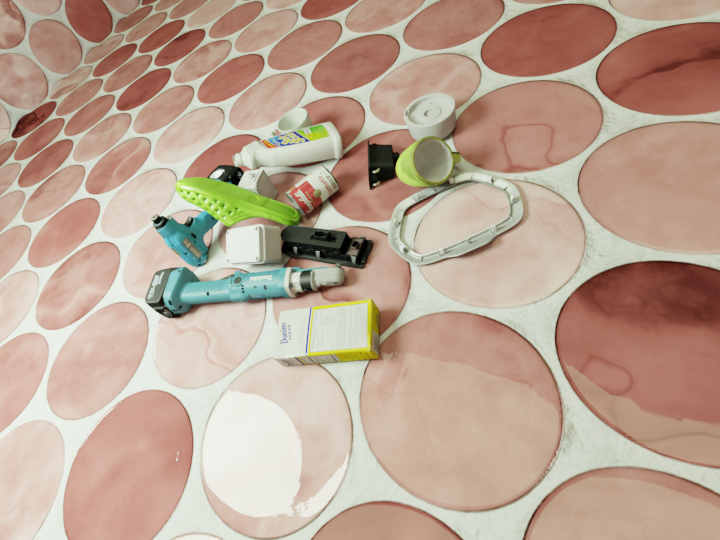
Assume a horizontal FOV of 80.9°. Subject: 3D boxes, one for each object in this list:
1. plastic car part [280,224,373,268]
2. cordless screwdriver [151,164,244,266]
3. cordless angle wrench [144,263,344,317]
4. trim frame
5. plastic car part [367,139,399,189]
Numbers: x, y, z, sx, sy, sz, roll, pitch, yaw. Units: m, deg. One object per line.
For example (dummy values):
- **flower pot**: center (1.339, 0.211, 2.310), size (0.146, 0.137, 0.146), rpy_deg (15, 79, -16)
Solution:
- **plastic car part**: center (-0.083, -0.054, 0.845), size (0.213, 0.063, 0.067), rpy_deg (8, 67, 32)
- **cordless screwdriver**: center (-0.364, -0.148, 0.982), size (0.078, 0.151, 0.249), rpy_deg (10, 60, 33)
- **cordless angle wrench**: center (-0.235, 0.032, 0.850), size (0.435, 0.070, 0.100), rpy_deg (-6, 55, 19)
- **trim frame**: center (0.167, -0.101, 0.779), size (0.250, 0.026, 0.192), rpy_deg (-23, 51, 6)
- **plastic car part**: center (0.049, -0.239, 0.917), size (0.072, 0.063, 0.119), rpy_deg (0, 52, 6)
